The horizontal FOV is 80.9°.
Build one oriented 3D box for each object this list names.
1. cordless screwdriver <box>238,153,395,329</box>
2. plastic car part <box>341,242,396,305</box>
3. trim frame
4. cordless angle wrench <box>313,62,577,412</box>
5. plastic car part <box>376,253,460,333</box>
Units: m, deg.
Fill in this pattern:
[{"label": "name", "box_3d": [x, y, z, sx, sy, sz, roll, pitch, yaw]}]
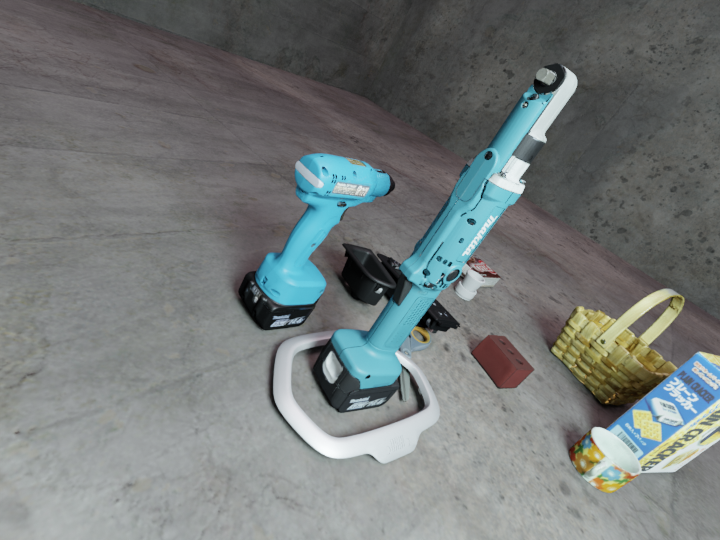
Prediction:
[{"label": "cordless screwdriver", "box_3d": [-0.056, -0.036, 0.568, 0.152, 0.248, 0.078, -3, 42, -48]}, {"label": "plastic car part", "box_3d": [0.004, 0.014, 0.733, 0.063, 0.071, 0.123, 11, 31, -33]}, {"label": "trim frame", "box_3d": [-0.002, 0.148, 0.538, 0.236, 0.027, 0.194, 1, 37, -43]}, {"label": "cordless angle wrench", "box_3d": [0.080, -0.011, 0.456, 0.093, 0.421, 0.078, 8, 35, -39]}, {"label": "plastic car part", "box_3d": [0.087, 0.044, 0.763, 0.063, 0.067, 0.214, 8, 33, -37]}]
